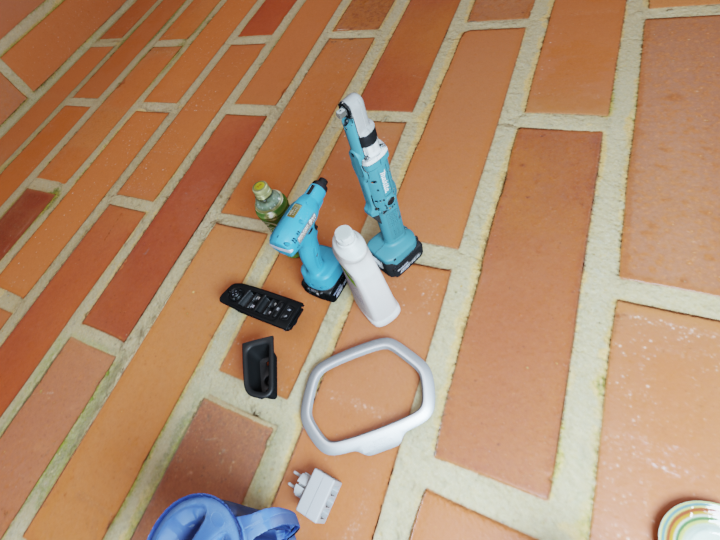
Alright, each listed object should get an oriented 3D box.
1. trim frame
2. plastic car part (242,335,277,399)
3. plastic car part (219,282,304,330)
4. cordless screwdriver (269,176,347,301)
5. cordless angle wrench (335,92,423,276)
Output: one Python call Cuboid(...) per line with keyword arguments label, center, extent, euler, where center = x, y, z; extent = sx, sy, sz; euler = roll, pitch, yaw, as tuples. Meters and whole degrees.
Cuboid(label="trim frame", center=(0.009, 0.223, 0.750), extent=(0.250, 0.026, 0.192), euler=(-23, 54, 4))
Cuboid(label="plastic car part", center=(-0.183, 0.196, 0.808), extent=(0.067, 0.067, 0.121), euler=(-17, 55, 7))
Cuboid(label="plastic car part", center=(-0.208, 0.077, 0.895), extent=(0.212, 0.064, 0.066), euler=(17, 65, 27))
Cuboid(label="cordless screwdriver", center=(-0.081, -0.053, 0.827), extent=(0.078, 0.237, 0.159), euler=(18, 66, 25))
Cuboid(label="cordless angle wrench", center=(0.033, -0.131, 0.734), extent=(0.097, 0.403, 0.078), euler=(-41, 57, -11))
